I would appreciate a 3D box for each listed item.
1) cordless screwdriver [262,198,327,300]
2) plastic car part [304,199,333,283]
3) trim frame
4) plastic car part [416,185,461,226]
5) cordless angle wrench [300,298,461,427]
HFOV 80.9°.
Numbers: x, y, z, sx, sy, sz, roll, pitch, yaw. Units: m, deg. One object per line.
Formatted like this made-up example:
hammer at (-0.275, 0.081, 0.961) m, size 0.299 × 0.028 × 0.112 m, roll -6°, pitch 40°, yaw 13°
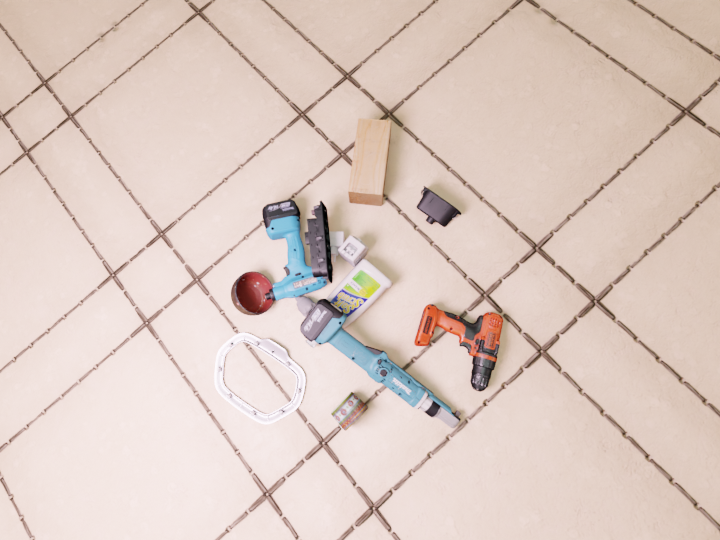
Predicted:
cordless screwdriver at (-0.199, -0.050, 1.093) m, size 0.157 × 0.074 × 0.253 m, roll -19°, pitch 78°, yaw -9°
plastic car part at (-0.102, -0.067, 1.044) m, size 0.067 × 0.065 × 0.206 m, roll -10°, pitch 77°, yaw 0°
trim frame at (-0.256, 0.265, 1.057) m, size 0.256 × 0.027 × 0.184 m, roll 30°, pitch 81°, yaw 15°
plastic car part at (0.191, -0.155, 1.085) m, size 0.119 × 0.064 × 0.071 m, roll 41°, pitch 99°, yaw 10°
cordless angle wrench at (0.051, 0.226, 0.977) m, size 0.425 × 0.074 × 0.098 m, roll 37°, pitch 91°, yaw 2°
